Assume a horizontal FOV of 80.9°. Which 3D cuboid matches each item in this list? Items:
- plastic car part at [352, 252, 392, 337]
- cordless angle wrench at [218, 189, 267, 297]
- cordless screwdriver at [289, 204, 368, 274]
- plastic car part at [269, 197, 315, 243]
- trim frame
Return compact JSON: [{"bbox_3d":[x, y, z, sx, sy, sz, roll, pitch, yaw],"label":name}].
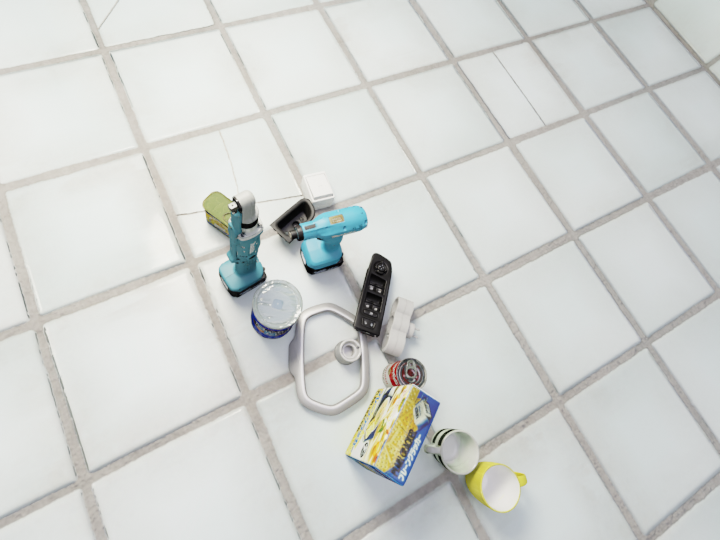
[{"bbox_3d":[0.029,0.058,1.006,0.066,0.067,0.205,18,67,-7],"label":"plastic car part"},{"bbox_3d":[-0.222,-0.045,0.805,0.096,0.423,0.075,-32,83,-23],"label":"cordless angle wrench"},{"bbox_3d":[-0.091,-0.059,0.930,0.156,0.249,0.076,-16,77,-19],"label":"cordless screwdriver"},{"bbox_3d":[-0.161,-0.116,1.035,0.067,0.071,0.115,42,67,3],"label":"plastic car part"},{"bbox_3d":[-0.071,0.195,0.956,0.181,0.027,0.254,1,69,-11],"label":"trim frame"}]
